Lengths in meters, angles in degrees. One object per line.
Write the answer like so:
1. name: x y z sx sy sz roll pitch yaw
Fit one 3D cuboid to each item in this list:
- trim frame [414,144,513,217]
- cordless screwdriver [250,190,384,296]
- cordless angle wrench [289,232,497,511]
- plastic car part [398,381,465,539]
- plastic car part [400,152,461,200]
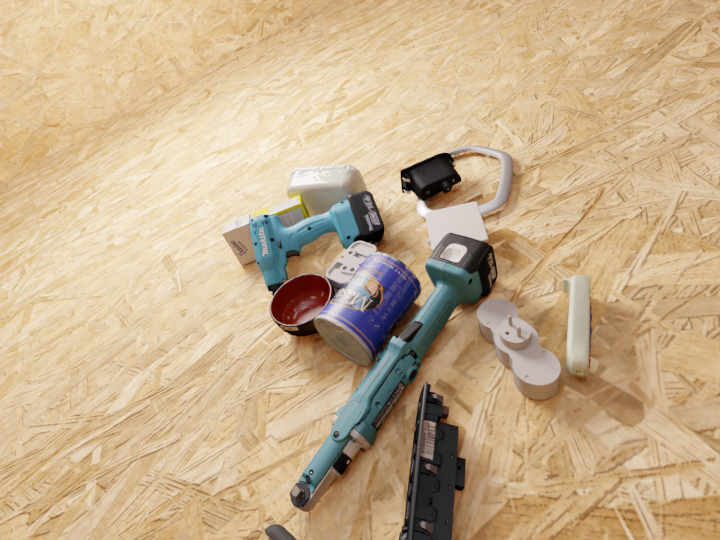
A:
1. trim frame: 0.202 -0.177 0.843 0.192 0.026 0.251 1 50 25
2. cordless screwdriver: -0.078 -0.051 0.800 0.250 0.073 0.161 -14 80 4
3. cordless angle wrench: 0.050 0.127 0.573 0.079 0.093 0.421 21 63 39
4. plastic car part: 0.078 0.235 0.467 0.068 0.065 0.205 17 51 5
5. plastic car part: 0.144 -0.177 0.821 0.116 0.063 0.074 -23 56 -2
